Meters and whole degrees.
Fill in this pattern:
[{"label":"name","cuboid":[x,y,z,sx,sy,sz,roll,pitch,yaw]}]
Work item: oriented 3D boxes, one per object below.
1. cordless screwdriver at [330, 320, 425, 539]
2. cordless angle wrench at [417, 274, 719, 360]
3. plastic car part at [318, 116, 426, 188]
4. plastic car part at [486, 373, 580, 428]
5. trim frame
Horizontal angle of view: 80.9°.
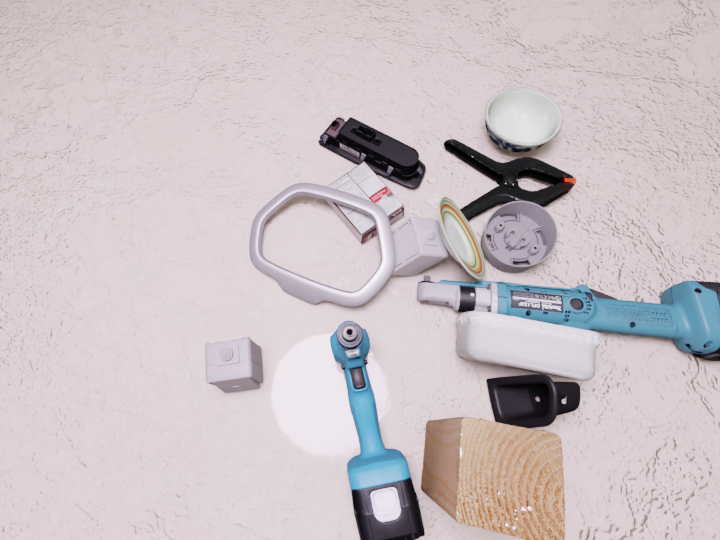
[{"label":"cordless screwdriver","cuboid":[0.009,0.186,0.516,0.074,0.155,0.256,-12,70,-4]},{"label":"cordless angle wrench","cuboid":[0.296,0.053,0.597,0.430,0.072,0.099,5,68,9]},{"label":"plastic car part","cuboid":[0.025,-0.216,0.737,0.208,0.065,0.066,33,66,13]},{"label":"plastic car part","cuboid":[0.229,0.164,0.539,0.068,0.118,0.067,2,70,-24]},{"label":"trim frame","cuboid":[-0.065,-0.043,0.666,0.257,0.026,0.184,19,81,18]}]
